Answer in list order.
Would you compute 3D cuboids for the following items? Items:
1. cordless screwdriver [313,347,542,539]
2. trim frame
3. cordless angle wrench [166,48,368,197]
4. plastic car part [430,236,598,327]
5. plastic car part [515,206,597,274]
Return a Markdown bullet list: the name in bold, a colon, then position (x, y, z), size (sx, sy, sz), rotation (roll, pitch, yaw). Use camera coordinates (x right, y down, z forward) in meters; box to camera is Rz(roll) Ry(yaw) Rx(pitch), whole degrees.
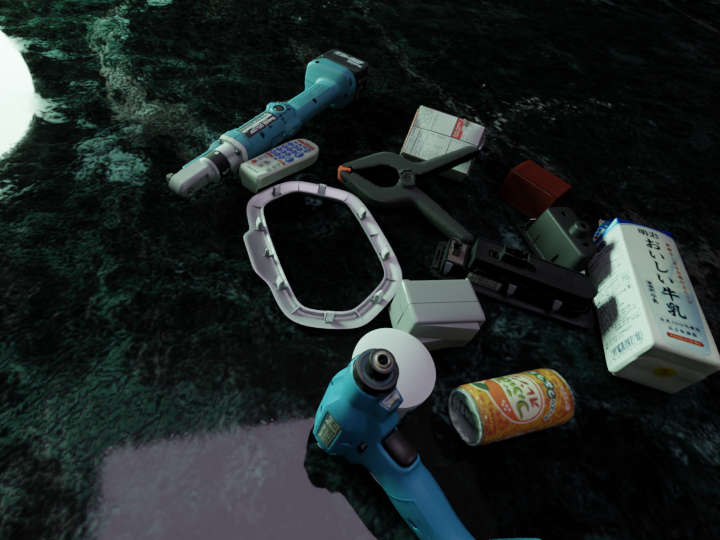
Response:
- **cordless screwdriver**: position (0.063, 0.173, 0.298), size (0.072, 0.156, 0.259), rotation (-29, 63, -32)
- **trim frame**: position (-0.053, -0.034, 0.539), size (0.180, 0.027, 0.260), rotation (-13, 55, -18)
- **cordless angle wrench**: position (-0.131, -0.235, 0.670), size (0.101, 0.073, 0.419), rotation (30, 54, 14)
- **plastic car part**: position (0.199, 0.005, 0.529), size (0.206, 0.066, 0.066), rotation (24, 43, 6)
- **plastic car part**: position (0.278, -0.042, 0.573), size (0.065, 0.069, 0.121), rotation (-3, 48, -14)
